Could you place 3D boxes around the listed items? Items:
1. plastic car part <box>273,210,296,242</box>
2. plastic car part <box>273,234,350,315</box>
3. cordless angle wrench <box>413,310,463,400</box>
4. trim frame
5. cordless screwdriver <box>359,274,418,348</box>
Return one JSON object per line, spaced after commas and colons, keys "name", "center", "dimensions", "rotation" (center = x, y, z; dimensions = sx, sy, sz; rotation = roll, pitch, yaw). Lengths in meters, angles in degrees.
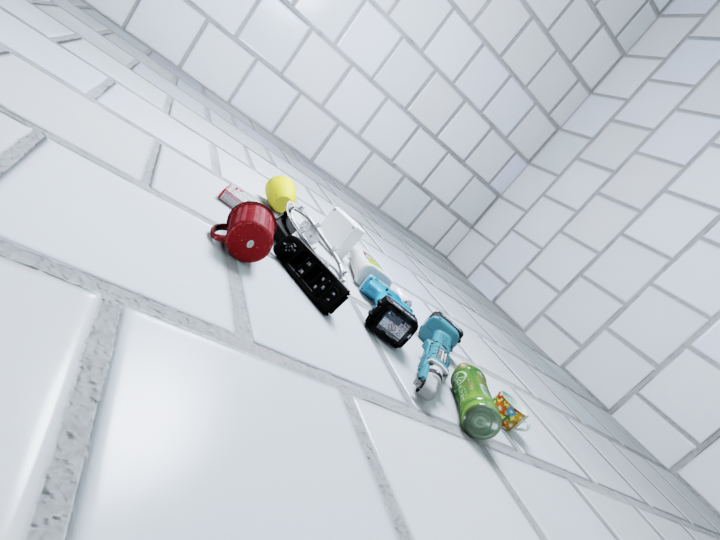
{"name": "plastic car part", "center": [-0.181, -0.092, 0.974], "dimensions": [0.070, 0.066, 0.118], "rotation": [51, 13, -12]}
{"name": "plastic car part", "center": [-0.097, 0.004, 0.845], "dimensions": [0.213, 0.066, 0.064], "rotation": [45, 4, 27]}
{"name": "cordless angle wrench", "center": [0.164, 0.184, 0.919], "dimensions": [0.100, 0.074, 0.414], "rotation": [40, 15, 6]}
{"name": "trim frame", "center": [-0.099, -0.065, 1.013], "dimensions": [0.247, 0.028, 0.183], "rotation": [57, 15, -4]}
{"name": "cordless screwdriver", "center": [0.079, 0.098, 0.976], "dimensions": [0.157, 0.074, 0.252], "rotation": [37, 9, -9]}
